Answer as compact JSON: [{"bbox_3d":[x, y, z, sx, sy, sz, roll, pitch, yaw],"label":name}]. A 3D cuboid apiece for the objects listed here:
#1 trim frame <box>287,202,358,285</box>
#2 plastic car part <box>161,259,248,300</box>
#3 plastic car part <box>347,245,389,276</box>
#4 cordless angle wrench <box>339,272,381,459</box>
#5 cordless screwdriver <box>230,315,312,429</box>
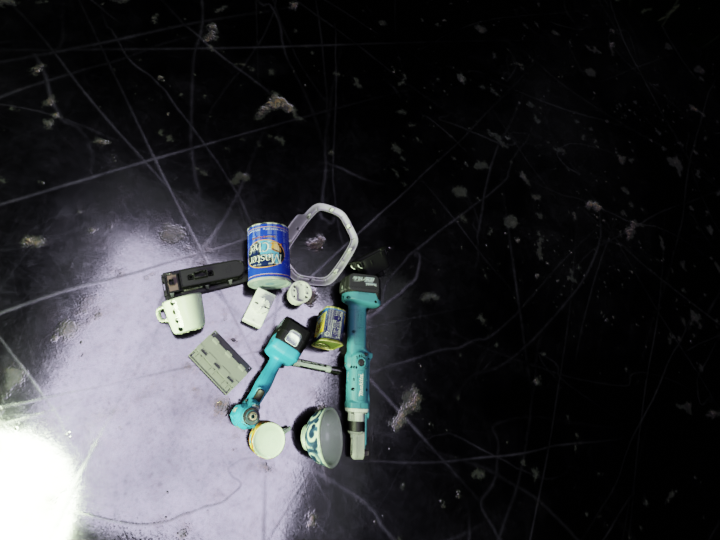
[{"bbox_3d":[-0.109,-0.071,1.117,0.184,0.028,0.248,35,66,-2],"label":"trim frame"},{"bbox_3d":[-0.357,0.010,0.990,0.197,0.067,0.068,-11,69,-24],"label":"plastic car part"},{"bbox_3d":[0.037,-0.015,1.129,0.113,0.068,0.070,-23,97,-28],"label":"plastic car part"},{"bbox_3d":[-0.006,0.221,1.019,0.095,0.075,0.430,7,71,-17],"label":"cordless angle wrench"},{"bbox_3d":[-0.191,0.220,0.909,0.073,0.161,0.249,33,62,-9],"label":"cordless screwdriver"}]
